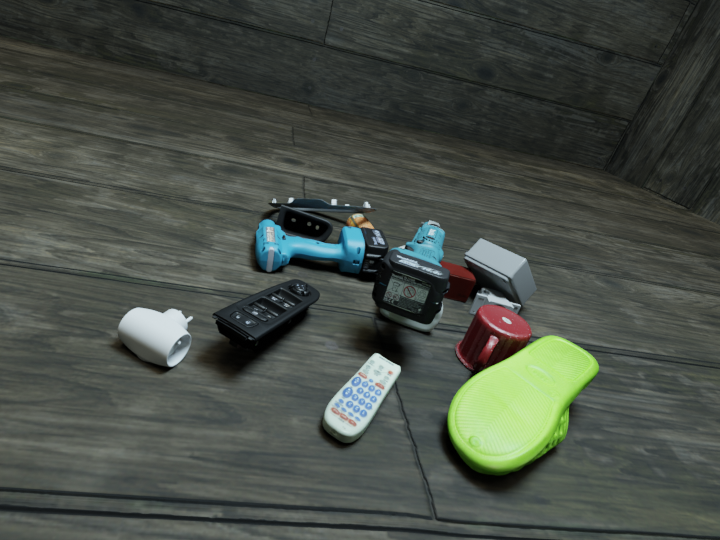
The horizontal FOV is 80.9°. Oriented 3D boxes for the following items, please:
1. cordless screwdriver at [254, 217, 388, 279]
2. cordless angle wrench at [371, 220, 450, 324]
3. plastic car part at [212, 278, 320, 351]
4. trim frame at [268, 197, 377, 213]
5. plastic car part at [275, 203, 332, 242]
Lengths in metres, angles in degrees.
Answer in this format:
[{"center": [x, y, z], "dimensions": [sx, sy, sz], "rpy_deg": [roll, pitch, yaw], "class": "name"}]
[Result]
[{"center": [-0.081, -0.053, 0.824], "dimensions": [0.244, 0.073, 0.166], "rpy_deg": [3, 30, -13], "class": "cordless screwdriver"}, {"center": [0.114, -0.034, 0.753], "dimensions": [0.100, 0.073, 0.419], "rpy_deg": [19, 22, 8], "class": "cordless angle wrench"}, {"center": [-0.120, 0.064, 0.592], "dimensions": [0.069, 0.066, 0.199], "rpy_deg": [17, 23, 18], "class": "plastic car part"}, {"center": [-0.086, -0.145, 0.946], "dimensions": [0.256, 0.027, 0.179], "rpy_deg": [7, 7, 17], "class": "trim frame"}, {"center": [-0.120, -0.097, 0.907], "dimensions": [0.116, 0.065, 0.072], "rpy_deg": [16, 13, -5], "class": "plastic car part"}]
